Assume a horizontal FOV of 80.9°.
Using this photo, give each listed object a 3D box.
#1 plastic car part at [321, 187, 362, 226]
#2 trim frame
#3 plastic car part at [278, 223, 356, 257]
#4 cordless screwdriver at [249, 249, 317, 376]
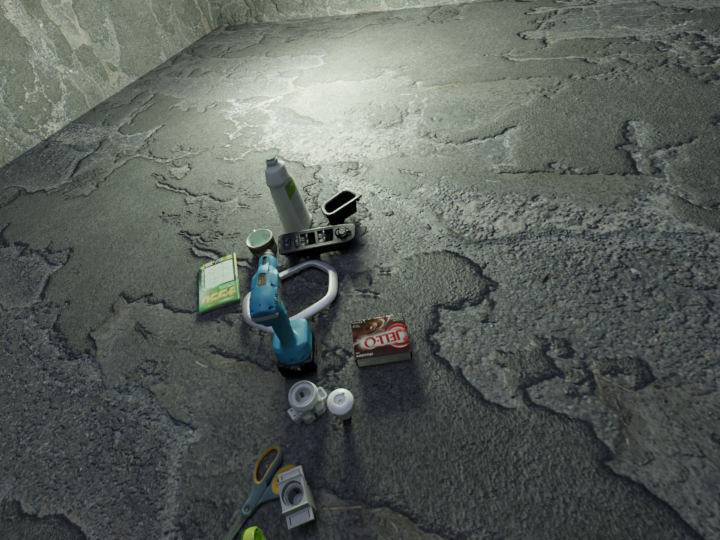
[{"bbox_3d":[-0.054,-0.164,1.156,0.115,0.068,0.070,-40,48,-20],"label":"plastic car part"},{"bbox_3d":[-0.167,0.057,1.012,0.246,0.026,0.195,-32,46,-12],"label":"trim frame"},{"bbox_3d":[-0.106,-0.069,1.086,0.205,0.064,0.069,-13,45,6],"label":"plastic car part"},{"bbox_3d":[-0.151,0.088,0.827,0.075,0.238,0.165,-12,45,4],"label":"cordless screwdriver"}]
